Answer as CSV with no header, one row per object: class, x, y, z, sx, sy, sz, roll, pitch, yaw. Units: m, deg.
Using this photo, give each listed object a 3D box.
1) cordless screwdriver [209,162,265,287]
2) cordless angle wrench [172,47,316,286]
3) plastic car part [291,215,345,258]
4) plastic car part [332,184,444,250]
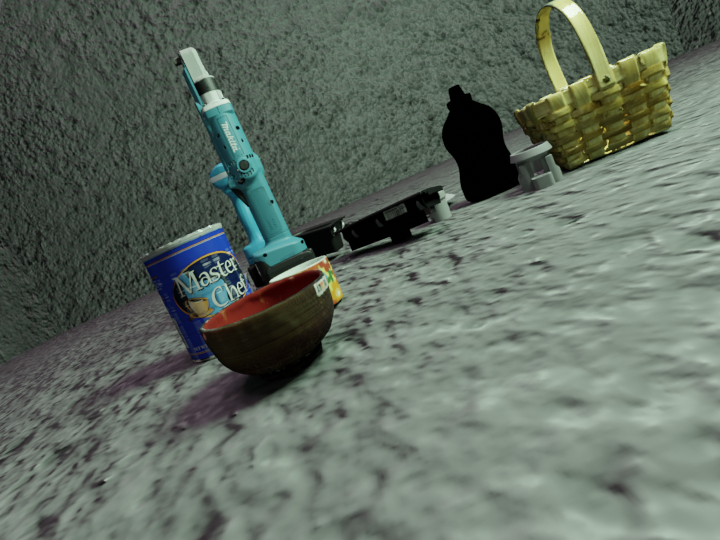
cordless screwdriver,-0.215,-0.098,0.853,0.075,0.246,0.160,-24,8,3
cordless angle wrench,-0.198,-0.169,0.709,0.097,0.418,0.076,-25,6,-12
plastic car part,-0.079,-0.052,0.812,0.120,0.070,0.065,-18,11,32
plastic car part,0.043,-0.076,0.681,0.211,0.066,0.065,-14,13,43
